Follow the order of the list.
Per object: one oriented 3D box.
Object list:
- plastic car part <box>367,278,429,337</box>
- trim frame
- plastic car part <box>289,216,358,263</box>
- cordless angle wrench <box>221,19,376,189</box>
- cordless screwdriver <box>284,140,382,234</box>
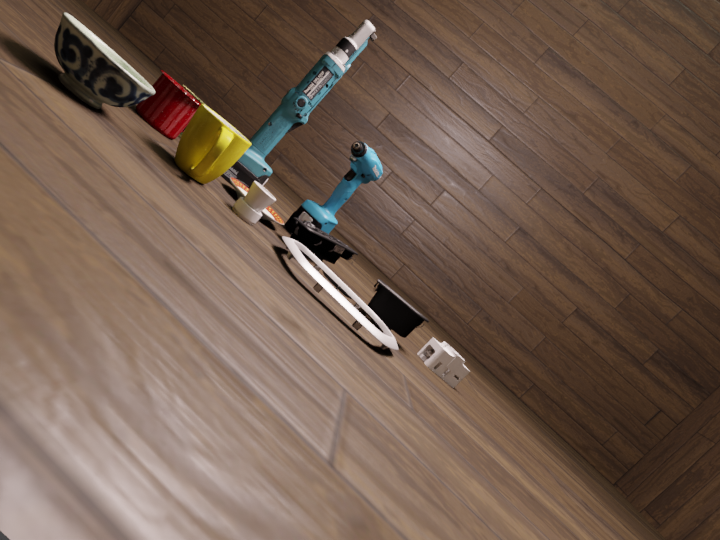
[{"bbox_3d":[0.057,0.077,0.765,0.119,0.071,0.064,43,5,9],"label":"plastic car part"},{"bbox_3d":[-0.033,0.036,0.652,0.247,0.027,0.185,42,4,-4],"label":"trim frame"},{"bbox_3d":[-0.081,-0.053,0.829,0.069,0.067,0.193,45,5,26],"label":"plastic car part"},{"bbox_3d":[-0.124,-0.338,0.859,0.094,0.423,0.077,41,6,-23],"label":"cordless angle wrench"},{"bbox_3d":[-0.057,-0.162,0.905,0.077,0.249,0.154,44,5,16],"label":"cordless screwdriver"}]
